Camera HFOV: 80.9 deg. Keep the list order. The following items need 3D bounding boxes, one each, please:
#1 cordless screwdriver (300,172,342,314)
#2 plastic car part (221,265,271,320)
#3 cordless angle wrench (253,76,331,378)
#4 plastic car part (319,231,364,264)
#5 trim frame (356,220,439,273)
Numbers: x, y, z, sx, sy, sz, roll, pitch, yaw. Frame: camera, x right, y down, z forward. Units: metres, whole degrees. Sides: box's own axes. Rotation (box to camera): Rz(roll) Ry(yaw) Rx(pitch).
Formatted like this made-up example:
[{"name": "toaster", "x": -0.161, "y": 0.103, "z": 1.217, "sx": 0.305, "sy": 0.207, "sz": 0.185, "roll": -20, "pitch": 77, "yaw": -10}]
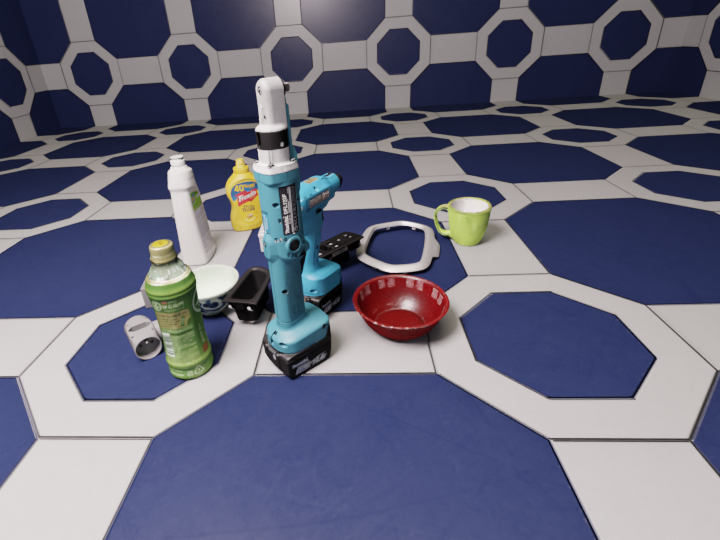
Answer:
[{"name": "cordless screwdriver", "x": -0.075, "y": -0.049, "z": 0.767, "sx": 0.078, "sy": 0.242, "sz": 0.156, "roll": 13, "pitch": 31, "yaw": 27}, {"name": "plastic car part", "x": -0.198, "y": 0.050, "z": 0.784, "sx": 0.067, "sy": 0.069, "sz": 0.117, "roll": 3, "pitch": 29, "yaw": 11}, {"name": "cordless angle wrench", "x": -0.104, "y": -0.043, "z": 0.588, "sx": 0.095, "sy": 0.411, "sz": 0.079, "roll": -22, "pitch": 34, "yaw": -34}, {"name": "plastic car part", "x": -0.086, "y": -0.024, "z": 0.903, "sx": 0.197, "sy": 0.065, "sz": 0.070, "roll": -24, "pitch": 35, "yaw": -32}, {"name": "trim frame", "x": 0.089, "y": -0.059, "z": 0.981, "sx": 0.189, "sy": 0.027, "sz": 0.250, "roll": 3, "pitch": 30, "yaw": 13}]
